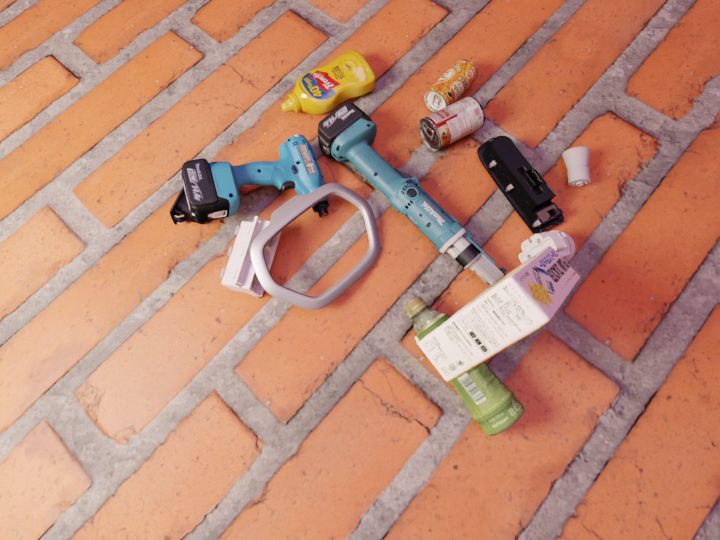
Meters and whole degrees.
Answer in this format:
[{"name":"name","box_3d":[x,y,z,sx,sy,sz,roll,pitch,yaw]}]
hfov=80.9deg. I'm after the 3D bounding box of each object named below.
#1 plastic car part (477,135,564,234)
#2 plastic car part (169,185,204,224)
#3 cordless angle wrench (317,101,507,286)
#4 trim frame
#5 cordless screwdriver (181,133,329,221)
[{"name":"plastic car part","box_3d":[0.285,-0.165,0.760,0.066,0.065,0.210,-30,69,-1]},{"name":"plastic car part","box_3d":[-0.297,-0.134,0.791,0.070,0.066,0.117,25,70,-7]},{"name":"cordless angle wrench","box_3d":[0.088,-0.130,0.756,0.097,0.073,0.435,-40,75,-11]},{"name":"trim frame","box_3d":[-0.071,-0.046,0.724,0.246,0.028,0.183,-42,92,-21]},{"name":"cordless screwdriver","box_3d":[-0.181,-0.143,0.754,0.243,0.075,0.162,-19,81,-21]}]
